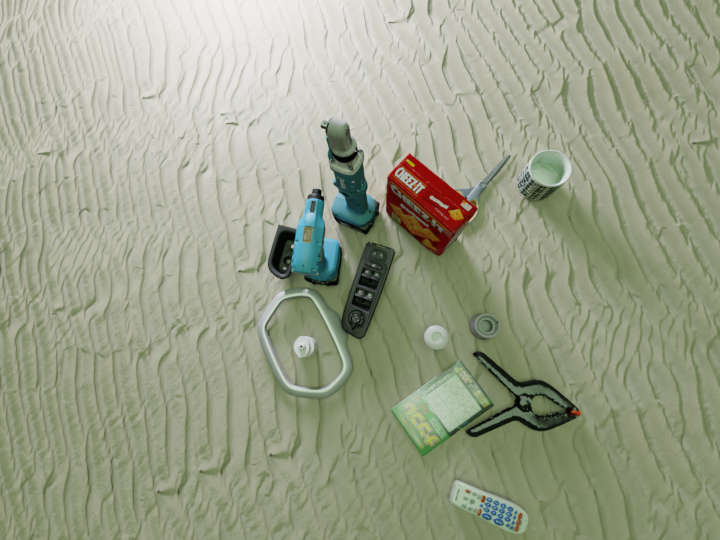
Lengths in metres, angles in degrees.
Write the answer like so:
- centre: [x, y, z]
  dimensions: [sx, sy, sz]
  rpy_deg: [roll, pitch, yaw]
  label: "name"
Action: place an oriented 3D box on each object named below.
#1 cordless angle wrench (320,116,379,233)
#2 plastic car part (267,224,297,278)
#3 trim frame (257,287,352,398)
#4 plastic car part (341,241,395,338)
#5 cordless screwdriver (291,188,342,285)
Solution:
- centre: [-0.019, -0.165, 0.786]
  dimensions: [0.100, 0.413, 0.074]
  rpy_deg: [24, 82, 7]
  label: "cordless angle wrench"
- centre: [-0.166, -0.035, 0.955]
  dimensions: [0.067, 0.069, 0.117]
  rpy_deg: [15, 80, 8]
  label: "plastic car part"
- centre: [-0.121, 0.158, 0.926]
  dimensions: [0.184, 0.027, 0.255]
  rpy_deg: [-28, 75, 1]
  label: "trim frame"
- centre: [0.013, 0.044, 0.912]
  dimensions: [0.068, 0.065, 0.204]
  rpy_deg: [18, 81, 9]
  label: "plastic car part"
- centre: [-0.084, -0.055, 0.858]
  dimensions: [0.075, 0.243, 0.161]
  rpy_deg: [6, 80, 5]
  label: "cordless screwdriver"
